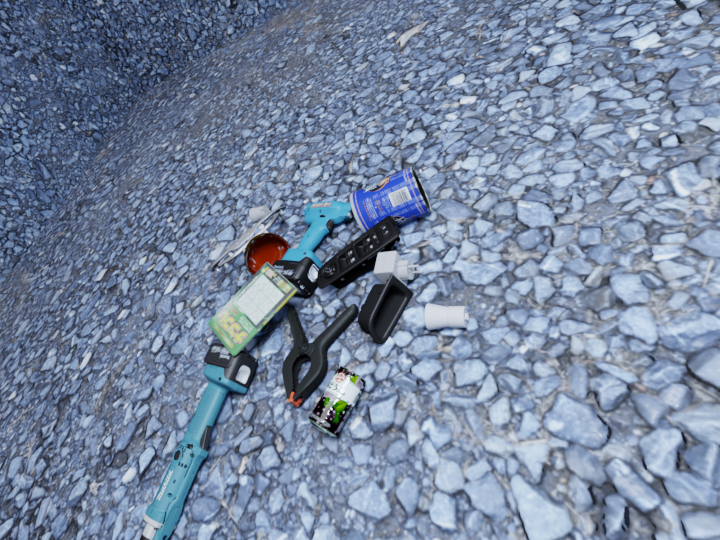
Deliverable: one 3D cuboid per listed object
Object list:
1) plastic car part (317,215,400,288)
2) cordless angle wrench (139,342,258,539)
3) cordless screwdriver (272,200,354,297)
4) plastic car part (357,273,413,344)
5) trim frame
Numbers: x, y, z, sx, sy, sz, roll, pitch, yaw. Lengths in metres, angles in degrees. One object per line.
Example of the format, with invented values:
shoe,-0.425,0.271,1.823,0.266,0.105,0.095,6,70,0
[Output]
plastic car part,-0.002,-0.026,0.861,0.205,0.063,0.069,-32,50,15
cordless angle wrench,-0.320,0.349,0.789,0.102,0.070,0.427,-1,58,35
cordless screwdriver,-0.093,-0.061,0.955,0.167,0.070,0.251,-1,52,35
plastic car part,0.032,0.069,0.774,0.074,0.063,0.116,10,65,57
trim frame,-0.279,-0.077,1.063,0.248,0.027,0.184,-40,4,-2
